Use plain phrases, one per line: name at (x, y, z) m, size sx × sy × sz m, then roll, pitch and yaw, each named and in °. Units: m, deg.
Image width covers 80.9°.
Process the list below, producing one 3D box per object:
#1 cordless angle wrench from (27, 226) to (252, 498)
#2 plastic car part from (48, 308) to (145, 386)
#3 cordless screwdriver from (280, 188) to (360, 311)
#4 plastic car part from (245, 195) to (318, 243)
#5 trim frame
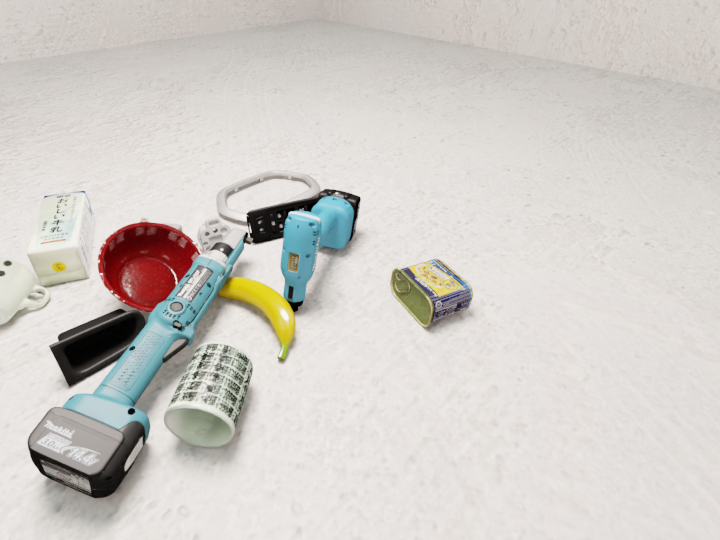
cordless angle wrench at (-0.252, 0.068, 0.578) m, size 0.098 × 0.073 × 0.428 m, roll 20°, pitch 42°, yaw -3°
plastic car part at (-0.369, 0.093, 0.593) m, size 0.075 × 0.064 × 0.114 m, roll 15°, pitch 35°, yaw 38°
cordless screwdriver at (-0.071, -0.046, 0.724) m, size 0.076 × 0.156 × 0.247 m, roll 14°, pitch 24°, yaw 9°
plastic car part at (-0.130, -0.110, 0.847) m, size 0.199 × 0.065 × 0.070 m, roll -15°, pitch 15°, yaw -17°
trim frame at (-0.205, -0.170, 0.944) m, size 0.194 × 0.027 × 0.242 m, roll 30°, pitch 45°, yaw 33°
